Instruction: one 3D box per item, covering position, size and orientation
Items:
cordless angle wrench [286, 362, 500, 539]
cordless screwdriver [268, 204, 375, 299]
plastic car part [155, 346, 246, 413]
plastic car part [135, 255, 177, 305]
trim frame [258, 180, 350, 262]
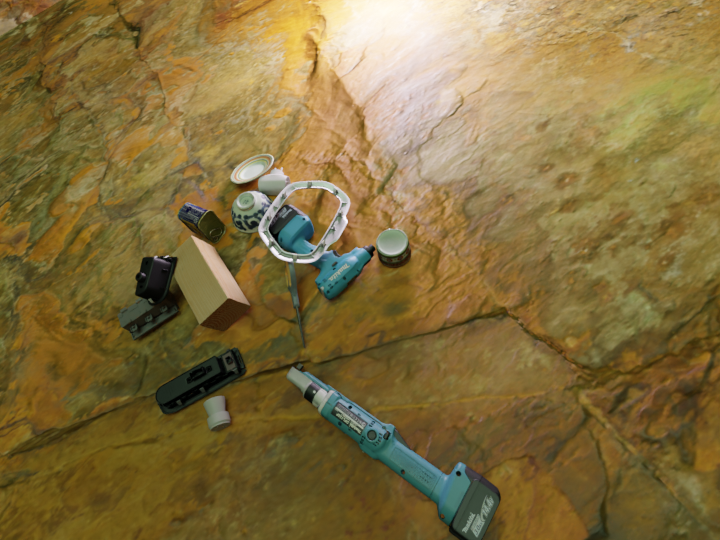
[{"bbox_3d":[0.027,0.300,0.762,0.444,0.071,0.098,27,71,28],"label":"cordless angle wrench"},{"bbox_3d":[-0.097,-0.063,0.991,0.158,0.071,0.260,-42,64,-13],"label":"cordless screwdriver"},{"bbox_3d":[-0.349,0.236,0.898,0.203,0.064,0.069,-31,67,-1],"label":"plastic car part"},{"bbox_3d":[-0.473,0.015,0.957,0.068,0.067,0.118,-2,69,25],"label":"plastic car part"},{"bbox_3d":[-0.124,-0.121,0.974,0.188,0.027,0.249,22,57,11],"label":"trim frame"}]
